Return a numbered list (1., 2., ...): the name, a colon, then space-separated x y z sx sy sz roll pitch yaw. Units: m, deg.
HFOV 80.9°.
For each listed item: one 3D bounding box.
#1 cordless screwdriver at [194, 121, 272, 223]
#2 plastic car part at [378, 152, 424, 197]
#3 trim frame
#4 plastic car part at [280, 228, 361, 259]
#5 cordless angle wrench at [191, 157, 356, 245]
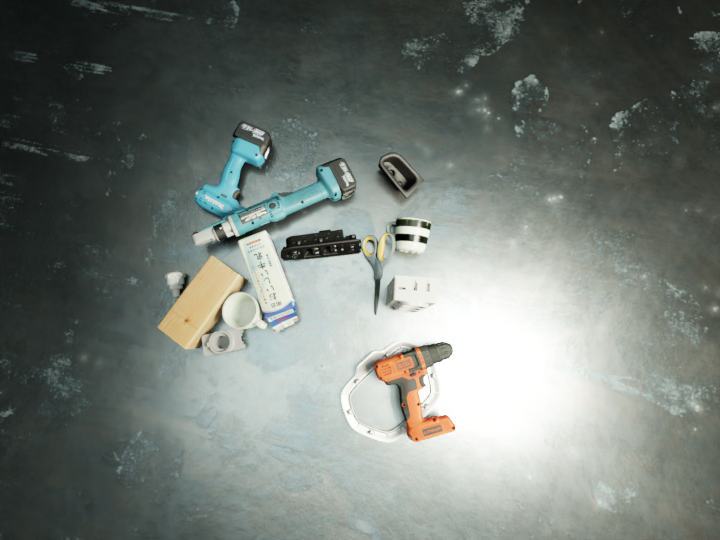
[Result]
1. cordless screwdriver: -0.303 -0.246 1.096 0.159 0.074 0.249 28 84 -2
2. plastic car part: 0.090 -0.245 1.073 0.066 0.072 0.115 -44 97 -8
3. trim frame: 0.072 0.278 0.982 0.248 0.027 0.188 -40 78 -4
4. plastic car part: -0.103 -0.067 1.050 0.203 0.064 0.069 -11 69 0
5. cordless angle wrench: -0.216 -0.154 1.050 0.419 0.073 0.100 -25 79 -7
